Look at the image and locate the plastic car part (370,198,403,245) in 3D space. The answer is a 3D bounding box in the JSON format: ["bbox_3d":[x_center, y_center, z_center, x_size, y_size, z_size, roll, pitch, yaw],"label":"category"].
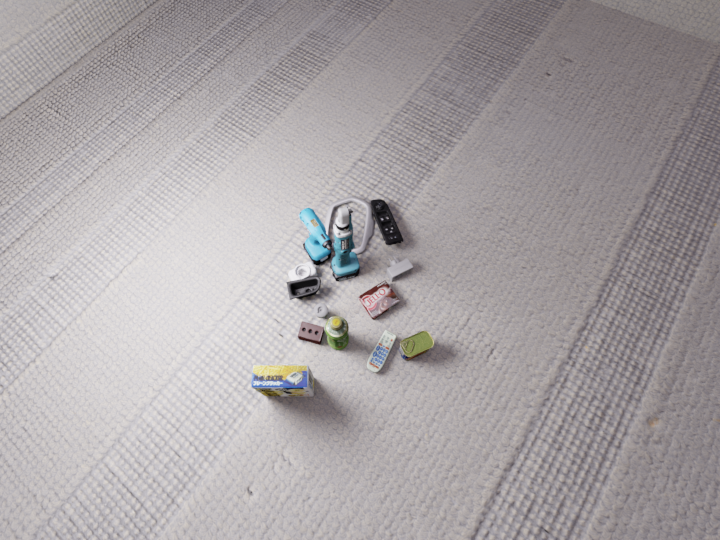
[{"bbox_3d":[0.091,-0.174,1.548,0.066,0.065,0.210,-16,65,-6],"label":"plastic car part"}]

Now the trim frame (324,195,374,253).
[{"bbox_3d":[-0.042,-0.169,1.576,0.186,0.027,0.253,6,65,7],"label":"trim frame"}]

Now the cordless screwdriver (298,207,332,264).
[{"bbox_3d":[-0.140,-0.091,1.427,0.073,0.242,0.165,-30,69,-13],"label":"cordless screwdriver"}]

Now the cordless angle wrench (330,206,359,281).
[{"bbox_3d":[-0.052,-0.081,1.322,0.097,0.412,0.077,-14,68,-7],"label":"cordless angle wrench"}]

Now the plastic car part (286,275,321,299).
[{"bbox_3d":[-0.189,0.066,1.452,0.116,0.069,0.068,-12,66,-3],"label":"plastic car part"}]
